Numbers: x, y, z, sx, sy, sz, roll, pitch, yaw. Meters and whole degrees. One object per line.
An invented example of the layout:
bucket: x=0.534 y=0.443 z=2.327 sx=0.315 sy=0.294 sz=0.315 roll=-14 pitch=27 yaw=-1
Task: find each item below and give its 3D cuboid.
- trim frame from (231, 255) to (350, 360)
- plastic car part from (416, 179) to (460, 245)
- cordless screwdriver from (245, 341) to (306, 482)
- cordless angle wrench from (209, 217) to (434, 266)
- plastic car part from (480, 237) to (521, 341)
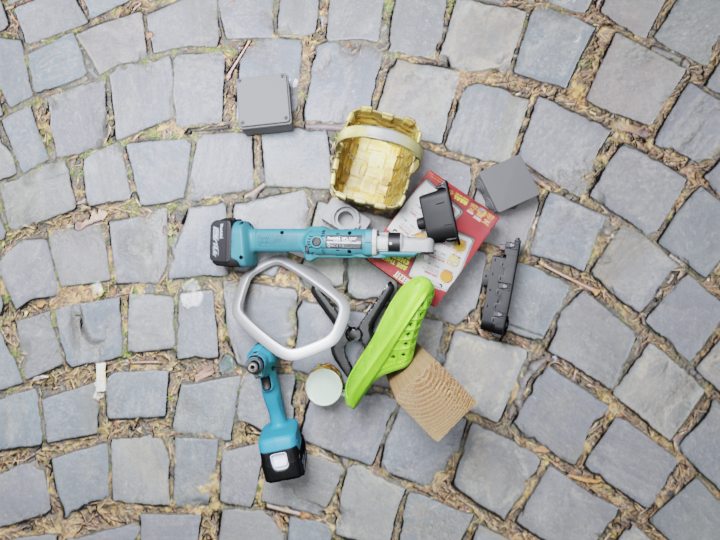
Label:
trim frame: x=-0.137 y=0.065 z=0.814 sx=0.261 sy=0.026 sz=0.183 roll=30 pitch=68 yaw=28
plastic car part: x=0.138 y=-0.099 z=0.775 sx=0.073 sy=0.064 sz=0.117 roll=-8 pitch=88 yaw=18
cordless screwdriver: x=-0.163 y=0.259 z=0.782 sx=0.074 sy=0.158 sz=0.250 roll=-12 pitch=88 yaw=-2
cordless angle wrench: x=-0.079 y=-0.051 z=0.805 sx=0.433 sy=0.072 sz=0.098 roll=1 pitch=89 yaw=14
plastic car part: x=0.269 y=0.036 z=0.822 sx=0.068 sy=0.065 sz=0.203 roll=6 pitch=86 yaw=11
